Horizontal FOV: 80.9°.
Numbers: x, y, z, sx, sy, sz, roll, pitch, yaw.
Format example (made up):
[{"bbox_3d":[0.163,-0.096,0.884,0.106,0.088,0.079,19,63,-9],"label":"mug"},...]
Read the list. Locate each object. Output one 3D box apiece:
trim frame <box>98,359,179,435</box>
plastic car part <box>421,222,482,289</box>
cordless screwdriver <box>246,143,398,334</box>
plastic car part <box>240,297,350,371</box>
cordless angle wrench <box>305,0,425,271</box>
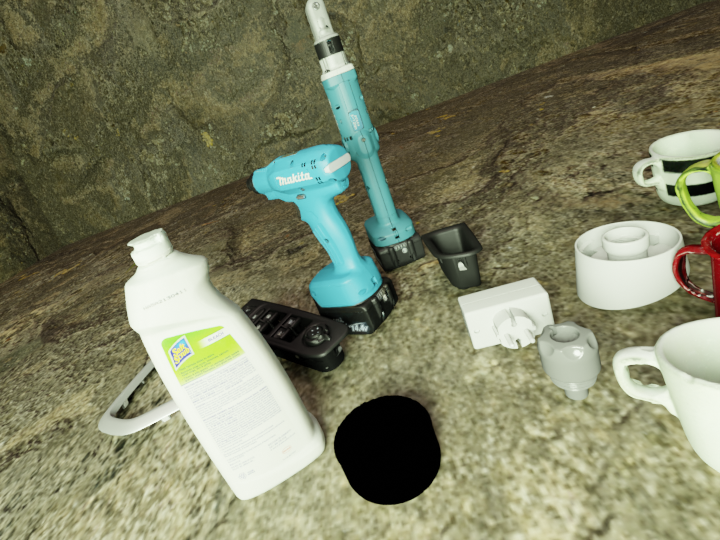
[{"bbox_3d":[-0.272,0.148,0.625,0.188,0.027,0.251,-16,24,14],"label":"trim frame"},{"bbox_3d":[0.130,-0.012,0.569,0.067,0.069,0.119,-18,22,7],"label":"plastic car part"},{"bbox_3d":[-0.055,-0.036,0.563,0.166,0.241,0.073,-4,26,39],"label":"cordless screwdriver"},{"bbox_3d":[-0.096,0.089,0.552,0.213,0.065,0.065,2,31,44],"label":"plastic car part"},{"bbox_3d":[0.000,-0.202,0.662,0.074,0.411,0.101,-21,19,-2],"label":"cordless angle wrench"}]
